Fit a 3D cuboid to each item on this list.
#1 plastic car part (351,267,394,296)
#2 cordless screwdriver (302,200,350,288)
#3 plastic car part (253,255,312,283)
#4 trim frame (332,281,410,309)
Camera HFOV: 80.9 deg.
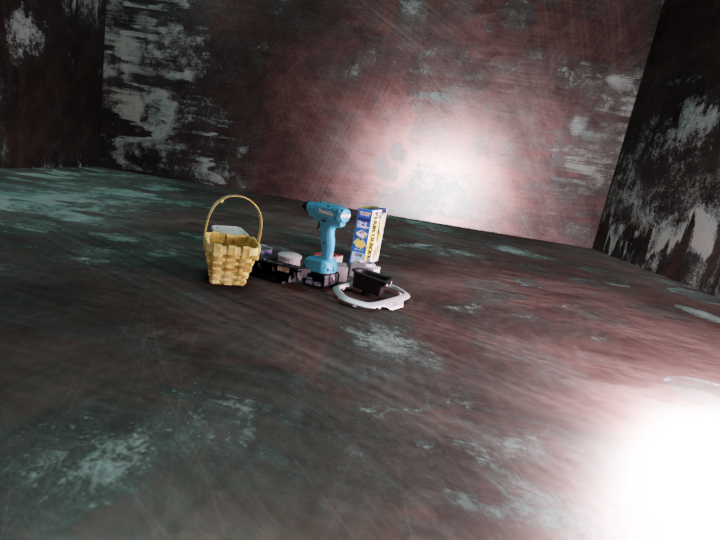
[{"bbox_3d":[0.028,0.039,1.228,0.121,0.070,0.064,15,14,23],"label":"plastic car part"},{"bbox_3d":[-0.122,-0.080,1.243,0.168,0.246,0.071,18,15,34],"label":"cordless screwdriver"},{"bbox_3d":[-0.242,-0.002,1.232,0.213,0.066,0.064,17,15,31],"label":"plastic car part"},{"bbox_3d":[0.032,0.068,1.209,0.195,0.027,0.237,20,18,38],"label":"trim frame"}]
